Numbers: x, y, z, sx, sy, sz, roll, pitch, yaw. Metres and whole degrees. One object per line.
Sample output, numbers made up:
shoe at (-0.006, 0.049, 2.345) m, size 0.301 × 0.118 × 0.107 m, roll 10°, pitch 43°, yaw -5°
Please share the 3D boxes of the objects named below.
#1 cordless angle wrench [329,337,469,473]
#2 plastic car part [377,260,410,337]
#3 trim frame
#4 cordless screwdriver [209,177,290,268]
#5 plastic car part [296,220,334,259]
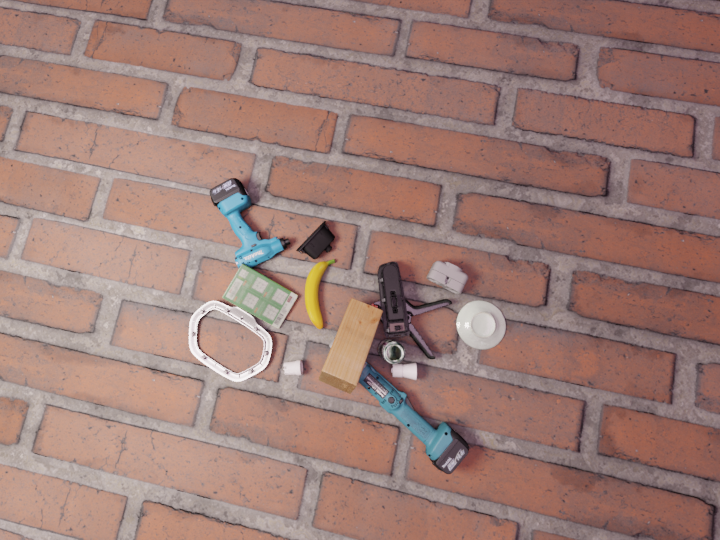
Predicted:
cordless angle wrench at (0.081, 0.331, 1.094) m, size 0.432 × 0.073 × 0.098 m, roll 41°, pitch 84°, yaw 11°
plastic car part at (0.083, 0.069, 1.110) m, size 0.067 × 0.064 × 0.208 m, roll -9°, pitch 68°, yaw 8°
trim frame at (-0.360, 0.191, 1.154) m, size 0.253 × 0.027 × 0.184 m, roll 31°, pitch 90°, yaw 9°
cordless screwdriver at (-0.313, -0.141, 1.191) m, size 0.159 × 0.074 × 0.251 m, roll -24°, pitch 85°, yaw -1°
plastic car part at (-0.115, -0.075, 1.178) m, size 0.116 × 0.067 × 0.070 m, roll -44°, pitch 99°, yaw -7°
